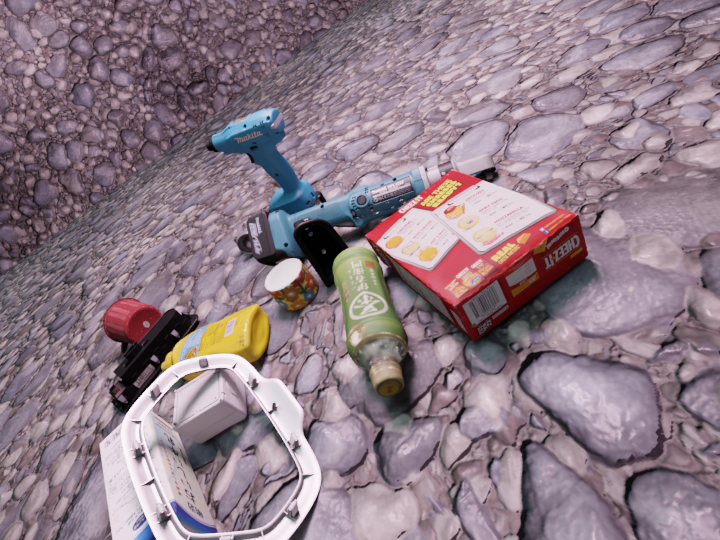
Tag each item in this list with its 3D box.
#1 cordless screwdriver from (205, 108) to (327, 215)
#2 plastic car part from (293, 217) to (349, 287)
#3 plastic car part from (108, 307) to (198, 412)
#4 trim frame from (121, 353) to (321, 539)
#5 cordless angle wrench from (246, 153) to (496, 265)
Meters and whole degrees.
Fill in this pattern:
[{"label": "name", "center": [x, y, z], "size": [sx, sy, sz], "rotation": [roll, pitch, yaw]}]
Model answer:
[{"label": "cordless screwdriver", "center": [-0.175, -0.177, 0.811], "size": [0.164, 0.237, 0.075], "rotation": [-10, 39, 25]}, {"label": "plastic car part", "center": [-0.066, -0.043, 0.676], "size": [0.066, 0.112, 0.074], "rotation": [-38, 26, -5]}, {"label": "plastic car part", "center": [-0.382, 0.147, 0.768], "size": [0.069, 0.064, 0.202], "rotation": [-3, 43, 49]}, {"label": "trim frame", "center": [-0.154, 0.184, 0.465], "size": [0.178, 0.027, 0.263], "rotation": [-21, 42, -32]}, {"label": "cordless angle wrench", "center": [0.008, -0.111, 0.719], "size": [0.432, 0.099, 0.072], "rotation": [-17, -10, 18]}]
